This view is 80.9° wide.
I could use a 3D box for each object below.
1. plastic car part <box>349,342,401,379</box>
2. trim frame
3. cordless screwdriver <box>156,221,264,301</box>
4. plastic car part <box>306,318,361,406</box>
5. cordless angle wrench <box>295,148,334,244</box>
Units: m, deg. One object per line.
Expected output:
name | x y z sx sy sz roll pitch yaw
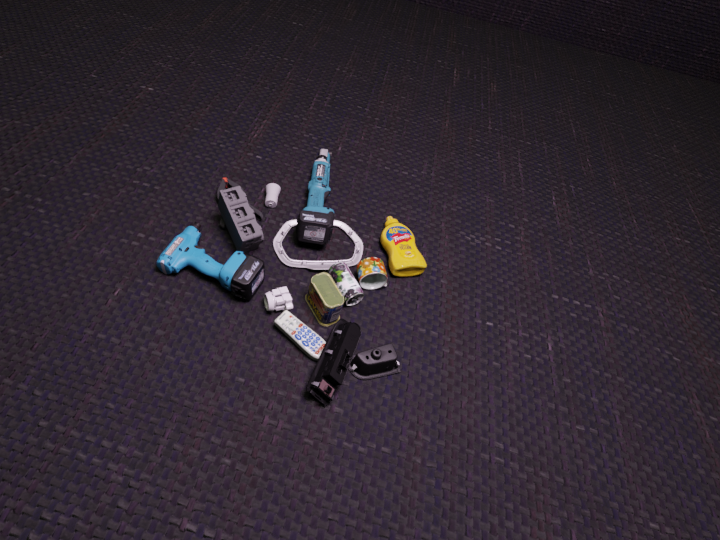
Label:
plastic car part | 0.035 0.195 0.936 0.113 0.070 0.069 -8 54 -22
trim frame | -0.112 -0.074 1.150 0.243 0.027 0.191 0 53 -13
cordless screwdriver | -0.353 -0.031 1.042 0.253 0.072 0.160 18 51 8
plastic car part | -0.048 0.185 0.922 0.064 0.068 0.205 39 44 -18
cordless angle wrench | -0.122 -0.246 1.246 0.097 0.073 0.435 6 43 -6
